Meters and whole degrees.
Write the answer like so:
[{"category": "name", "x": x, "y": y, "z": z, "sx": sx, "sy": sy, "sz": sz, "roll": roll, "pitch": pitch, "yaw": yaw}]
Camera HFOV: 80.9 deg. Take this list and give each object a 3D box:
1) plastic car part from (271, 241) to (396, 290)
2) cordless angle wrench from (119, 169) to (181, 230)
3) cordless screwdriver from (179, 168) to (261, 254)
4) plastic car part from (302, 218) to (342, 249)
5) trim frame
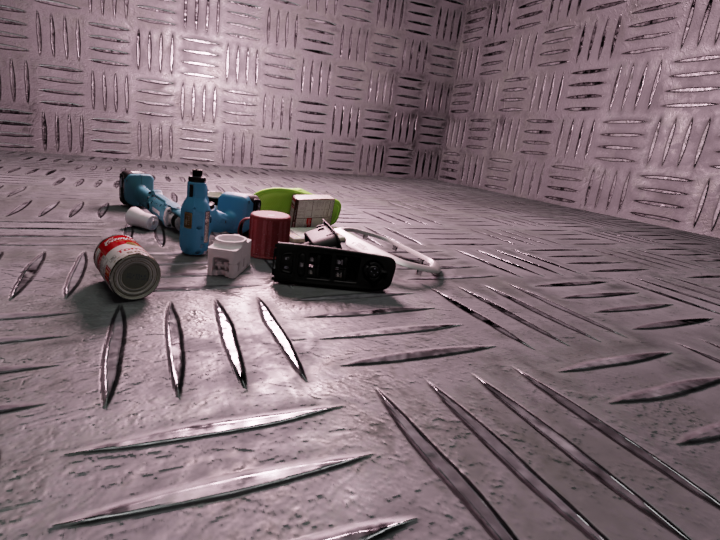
[{"category": "plastic car part", "x": -0.044, "y": -0.001, "z": 0.714, "sx": 0.204, "sy": 0.067, "sz": 0.066, "roll": 5, "pitch": -10, "yaw": 2}, {"category": "cordless angle wrench", "x": -0.502, "y": -0.163, "z": 1.052, "sx": 0.071, "sy": 0.096, "sz": 0.448, "roll": -7, "pitch": 25, "yaw": -42}, {"category": "cordless screwdriver", "x": -0.290, "y": -0.133, "z": 0.885, "sx": 0.076, "sy": 0.157, "sz": 0.246, "roll": 10, "pitch": 14, "yaw": 9}, {"category": "plastic car part", "x": -0.087, "y": -0.057, "z": 0.885, "sx": 0.070, "sy": 0.064, "sz": 0.121, "roll": -13, "pitch": 24, "yaw": -12}, {"category": "trim frame", "x": 0.052, "y": -0.042, "z": 0.867, "sx": 0.175, "sy": 0.027, "sz": 0.263, "roll": 4, "pitch": 21, "yaw": -47}]
